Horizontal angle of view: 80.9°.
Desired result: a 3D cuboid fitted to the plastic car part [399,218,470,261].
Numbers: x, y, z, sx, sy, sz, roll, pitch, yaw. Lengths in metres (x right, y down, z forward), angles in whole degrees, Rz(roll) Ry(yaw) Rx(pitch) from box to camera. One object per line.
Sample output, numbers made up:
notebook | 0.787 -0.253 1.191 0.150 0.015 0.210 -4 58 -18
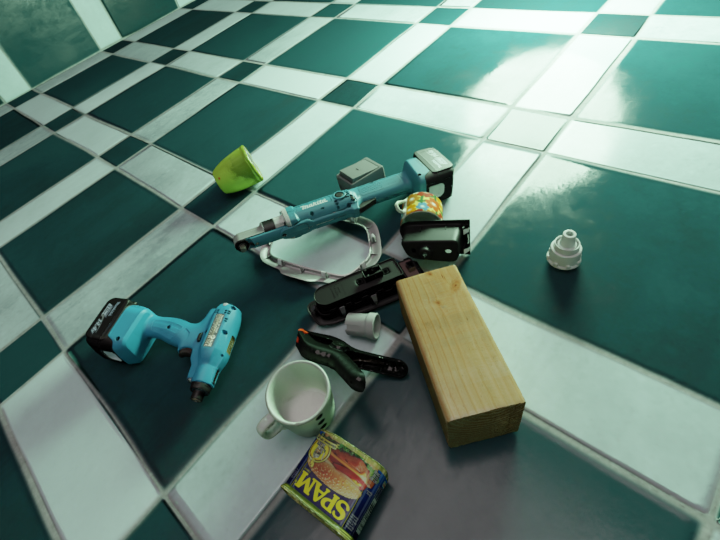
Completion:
plastic car part | 0.119 -0.043 0.698 0.120 0.064 0.071 1 30 19

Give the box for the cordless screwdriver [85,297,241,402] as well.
cordless screwdriver | -0.331 0.126 0.700 0.255 0.071 0.162 1 50 13

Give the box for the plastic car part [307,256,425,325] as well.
plastic car part | 0.008 0.029 0.687 0.203 0.064 0.069 -24 54 -1

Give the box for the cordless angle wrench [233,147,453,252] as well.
cordless angle wrench | -0.034 -0.121 0.793 0.419 0.071 0.103 -20 46 -7

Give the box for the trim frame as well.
trim frame | -0.079 -0.051 0.805 0.260 0.026 0.184 16 57 26
